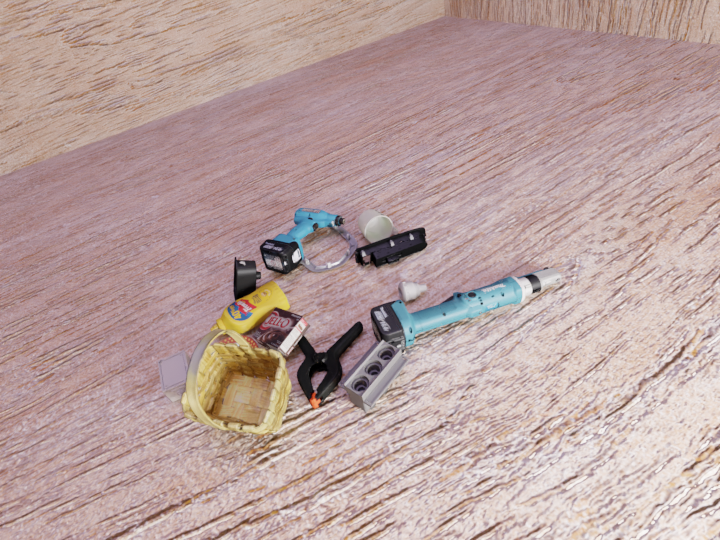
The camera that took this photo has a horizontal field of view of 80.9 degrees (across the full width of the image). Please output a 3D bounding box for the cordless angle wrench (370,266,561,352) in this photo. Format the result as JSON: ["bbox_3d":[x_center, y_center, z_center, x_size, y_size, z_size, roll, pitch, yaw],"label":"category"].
[{"bbox_3d":[0.234,0.070,0.902,0.420,0.071,0.103,-17,40,-6],"label":"cordless angle wrench"}]

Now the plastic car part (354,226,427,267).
[{"bbox_3d":[0.089,-0.056,1.096,0.201,0.063,0.070,-23,50,-10],"label":"plastic car part"}]

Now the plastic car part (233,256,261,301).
[{"bbox_3d":[-0.295,0.021,1.103,0.069,0.114,0.069,0,34,-23],"label":"plastic car part"}]

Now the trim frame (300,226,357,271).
[{"bbox_3d":[-0.119,-0.078,1.214,0.182,0.026,0.263,-30,43,-15],"label":"trim frame"}]

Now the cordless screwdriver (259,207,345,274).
[{"bbox_3d":[-0.157,-0.092,1.177,0.166,0.071,0.248,8,41,25],"label":"cordless screwdriver"}]
